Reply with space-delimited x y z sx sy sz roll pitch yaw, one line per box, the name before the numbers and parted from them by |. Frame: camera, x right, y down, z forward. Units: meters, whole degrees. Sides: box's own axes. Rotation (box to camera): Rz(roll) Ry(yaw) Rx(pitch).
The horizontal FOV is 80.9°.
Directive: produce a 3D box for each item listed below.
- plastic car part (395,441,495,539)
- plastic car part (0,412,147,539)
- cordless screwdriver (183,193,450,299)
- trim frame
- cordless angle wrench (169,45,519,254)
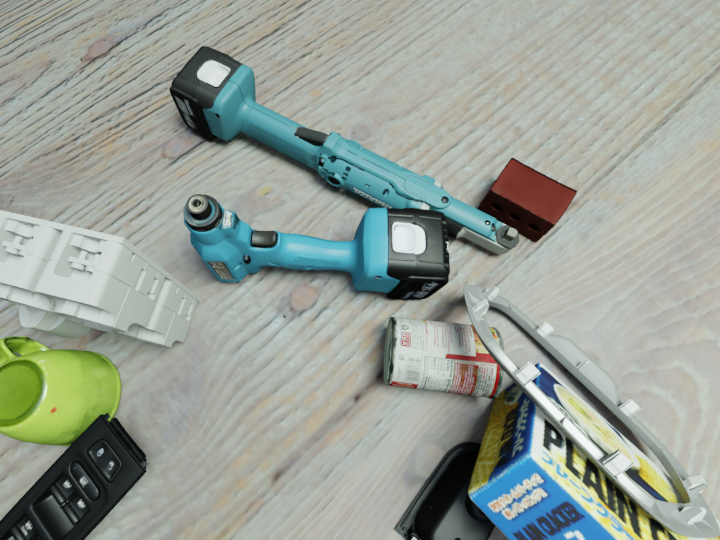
plastic car part | 0.093 0.206 0.367 0.068 0.069 0.116 35 77 11
plastic car part | -0.272 0.222 0.376 0.067 0.066 0.202 42 80 6
cordless screwdriver | -0.040 -0.026 0.414 0.249 0.156 0.076 3 72 0
trim frame | 0.186 0.100 0.363 0.260 0.176 0.027 46 114 24
cordless angle wrench | -0.020 -0.127 0.493 0.430 0.096 0.074 28 73 8
